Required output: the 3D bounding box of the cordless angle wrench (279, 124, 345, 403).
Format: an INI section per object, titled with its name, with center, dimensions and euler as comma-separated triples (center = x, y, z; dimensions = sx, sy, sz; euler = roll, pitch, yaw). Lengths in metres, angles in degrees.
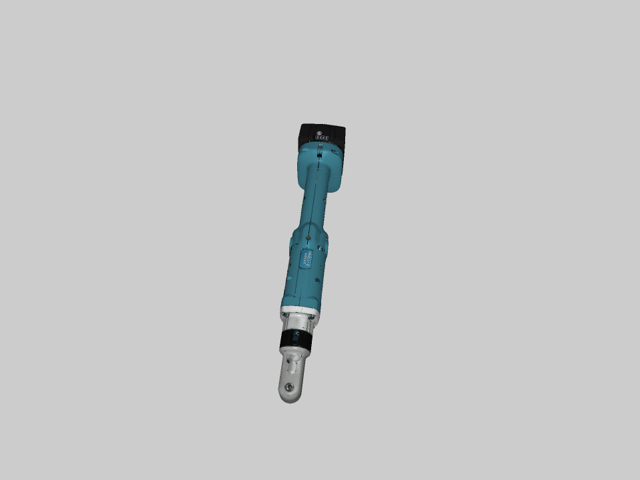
[cordless angle wrench]
center = -0.016, 0.010, 0.605
dimensions = 0.074, 0.421, 0.098
euler = 5, -32, 3
